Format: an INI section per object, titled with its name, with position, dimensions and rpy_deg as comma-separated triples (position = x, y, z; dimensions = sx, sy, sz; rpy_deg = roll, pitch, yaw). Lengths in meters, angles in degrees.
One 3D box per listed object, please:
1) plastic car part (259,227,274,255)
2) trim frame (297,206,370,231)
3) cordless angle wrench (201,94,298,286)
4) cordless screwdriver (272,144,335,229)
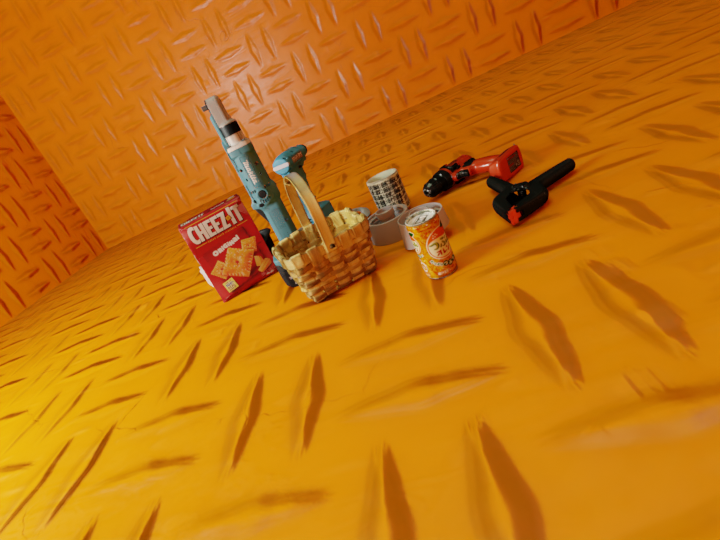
[plastic car part]
position = -0.268, -0.066, 1.181
dimensions = 0.067, 0.068, 0.118
rpy_deg = -21, 23, 13
[trim frame]
position = -0.088, -0.117, 1.150
dimensions = 0.255, 0.026, 0.185
rpy_deg = -17, 25, 22
[cordless angle wrench]
position = -0.205, -0.163, 0.887
dimensions = 0.098, 0.410, 0.076
rpy_deg = -25, 19, 3
[cordless screwdriver]
position = -0.136, -0.212, 1.126
dimensions = 0.077, 0.241, 0.159
rpy_deg = -16, 23, 26
